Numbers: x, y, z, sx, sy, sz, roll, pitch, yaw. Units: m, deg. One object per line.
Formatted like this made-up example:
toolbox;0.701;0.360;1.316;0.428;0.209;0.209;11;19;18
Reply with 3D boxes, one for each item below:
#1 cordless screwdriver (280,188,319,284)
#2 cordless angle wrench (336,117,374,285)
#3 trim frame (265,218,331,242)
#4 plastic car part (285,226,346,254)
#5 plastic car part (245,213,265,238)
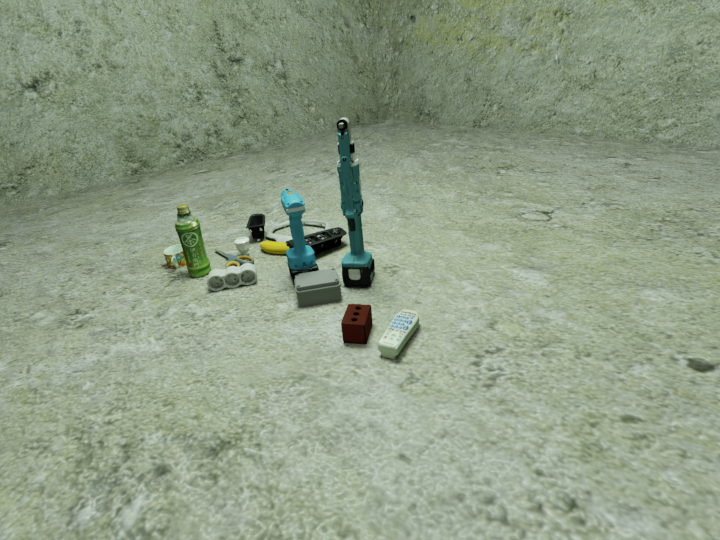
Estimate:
cordless screwdriver;-0.174;-0.096;1.148;0.073;0.242;0.166;-12;26;-13
cordless angle wrench;-0.021;-0.162;1.048;0.076;0.411;0.098;1;26;14
trim frame;-0.214;-0.137;1.468;0.260;0.027;0.181;9;32;30
plastic car part;-0.127;-0.083;1.301;0.197;0.065;0.070;-25;31;-29
plastic car part;-0.360;-0.149;1.486;0.066;0.069;0.120;-8;27;-3
